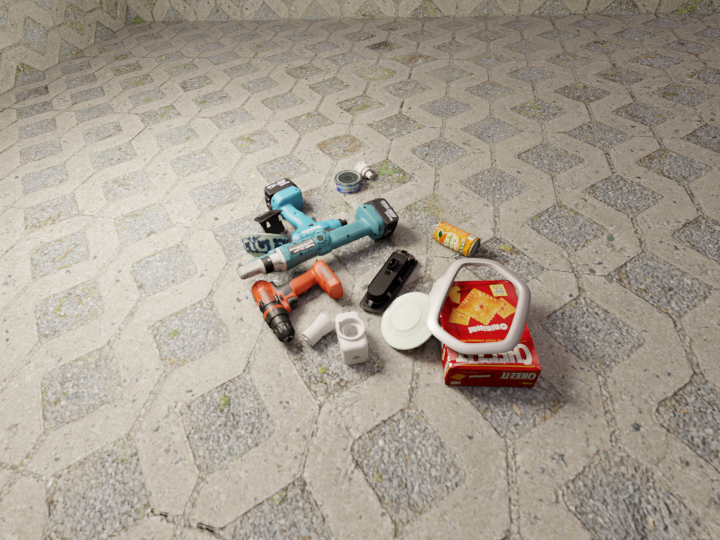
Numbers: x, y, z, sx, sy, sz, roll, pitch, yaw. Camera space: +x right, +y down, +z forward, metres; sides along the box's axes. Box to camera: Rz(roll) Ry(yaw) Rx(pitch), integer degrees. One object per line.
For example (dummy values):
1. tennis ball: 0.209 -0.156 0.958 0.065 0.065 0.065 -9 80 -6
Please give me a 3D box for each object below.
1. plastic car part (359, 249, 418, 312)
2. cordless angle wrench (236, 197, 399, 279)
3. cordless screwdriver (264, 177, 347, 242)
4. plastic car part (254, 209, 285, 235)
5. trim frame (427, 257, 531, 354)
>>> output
1. plastic car part: 0.068 0.016 0.980 0.069 0.065 0.202 25 55 17
2. cordless angle wrench: -0.102 -0.067 1.040 0.414 0.073 0.102 -24 65 -21
3. cordless screwdriver: -0.159 -0.164 1.177 0.156 0.072 0.262 -25 51 -19
4. plastic car part: -0.237 -0.120 1.129 0.065 0.069 0.121 -32 17 -18
5. trim frame: 0.230 0.064 0.835 0.191 0.026 0.248 17 53 21
